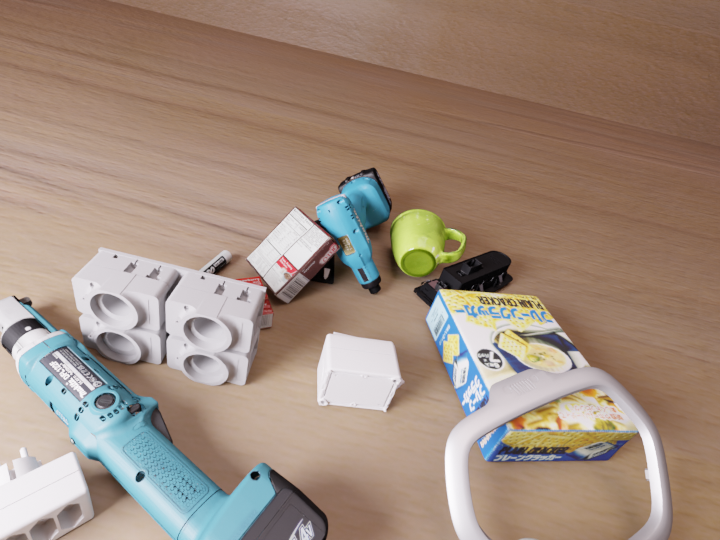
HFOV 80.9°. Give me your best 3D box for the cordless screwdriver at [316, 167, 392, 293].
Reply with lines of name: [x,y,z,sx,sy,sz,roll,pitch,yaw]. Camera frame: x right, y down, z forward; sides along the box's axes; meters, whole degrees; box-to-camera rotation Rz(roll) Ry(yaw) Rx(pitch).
cordless screwdriver: [0.005,-0.078,0.717,0.076,0.155,0.250,-22,18,19]

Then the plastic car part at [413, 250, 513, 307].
plastic car part: [0.182,0.008,0.694,0.195,0.066,0.070,-14,37,-37]

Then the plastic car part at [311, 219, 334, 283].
plastic car part: [-0.066,-0.043,0.675,0.065,0.070,0.119,11,38,-6]

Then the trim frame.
trim frame: [0.191,0.190,0.399,0.243,0.027,0.189,-17,73,-17]

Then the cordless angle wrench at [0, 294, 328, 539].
cordless angle wrench: [-0.226,0.135,0.384,0.441,0.073,0.096,28,37,23]
